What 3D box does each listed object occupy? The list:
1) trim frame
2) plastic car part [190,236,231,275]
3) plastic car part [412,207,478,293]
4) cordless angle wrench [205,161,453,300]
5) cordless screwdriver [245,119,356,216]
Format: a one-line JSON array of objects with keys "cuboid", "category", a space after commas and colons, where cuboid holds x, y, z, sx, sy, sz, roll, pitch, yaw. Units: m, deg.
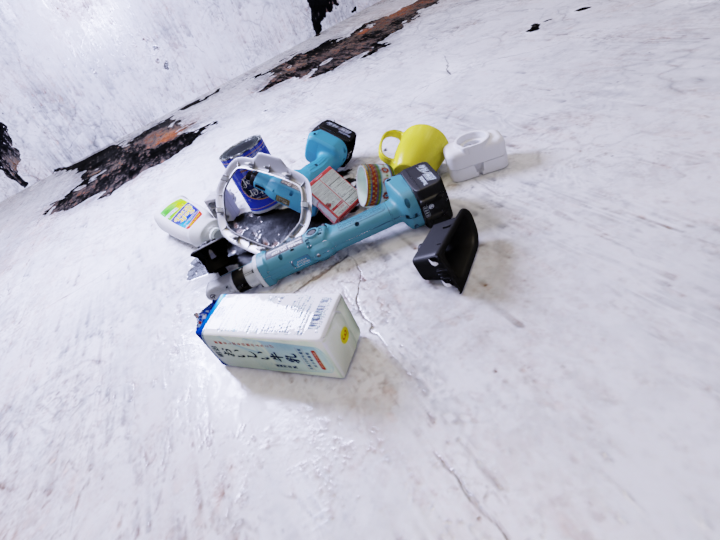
[{"cuboid": [-0.191, -0.125, 0.791, 0.262, 0.026, 0.183, 23, 99, 33], "category": "trim frame"}, {"cuboid": [-0.257, -0.022, 0.743, 0.065, 0.067, 0.206, -21, 2, -15], "category": "plastic car part"}, {"cuboid": [0.110, -0.028, 0.572, 0.074, 0.063, 0.116, -15, 31, 40], "category": "plastic car part"}, {"cuboid": [-0.067, -0.044, 0.690, 0.426, 0.071, 0.102, -24, 35, 7], "category": "cordless angle wrench"}, {"cuboid": [-0.116, -0.226, 0.888, 0.162, 0.073, 0.249, 23, 52, 7], "category": "cordless screwdriver"}]
